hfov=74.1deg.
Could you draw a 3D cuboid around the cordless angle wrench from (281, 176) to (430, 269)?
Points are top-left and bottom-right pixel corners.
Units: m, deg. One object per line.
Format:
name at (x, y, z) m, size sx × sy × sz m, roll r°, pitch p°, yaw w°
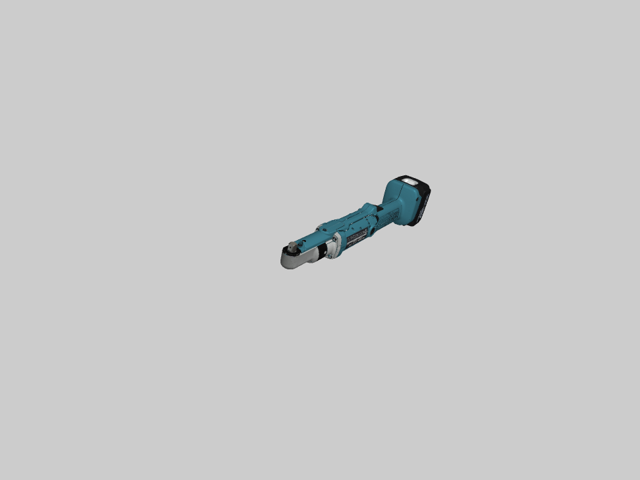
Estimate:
cordless angle wrench at (0.073, -0.029, 0.765) m, size 0.074 × 0.098 × 0.421 m, roll 29°, pitch 33°, yaw 27°
